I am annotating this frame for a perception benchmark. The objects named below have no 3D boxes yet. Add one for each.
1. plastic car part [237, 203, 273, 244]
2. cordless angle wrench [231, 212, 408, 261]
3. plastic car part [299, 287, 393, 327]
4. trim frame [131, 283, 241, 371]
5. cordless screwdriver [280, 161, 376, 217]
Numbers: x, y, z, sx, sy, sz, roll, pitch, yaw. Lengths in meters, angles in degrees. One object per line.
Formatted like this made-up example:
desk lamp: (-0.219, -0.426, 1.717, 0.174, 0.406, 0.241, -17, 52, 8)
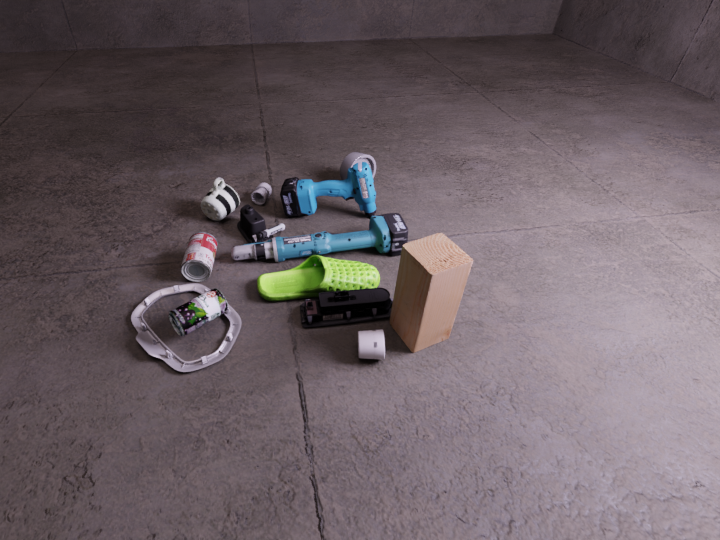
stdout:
plastic car part: (-0.282, -0.129, 1.093, 0.064, 0.069, 0.123, -22, 49, -28)
cordless angle wrench: (-0.100, -0.066, 1.025, 0.419, 0.072, 0.102, -8, 42, -6)
plastic car part: (-0.023, 0.068, 0.879, 0.200, 0.065, 0.069, -2, 34, -8)
trim frame: (-0.355, 0.105, 0.856, 0.261, 0.027, 0.180, 33, 51, 29)
cordless screwdriver: (-0.083, -0.194, 1.141, 0.253, 0.152, 0.076, -8, 36, 12)
